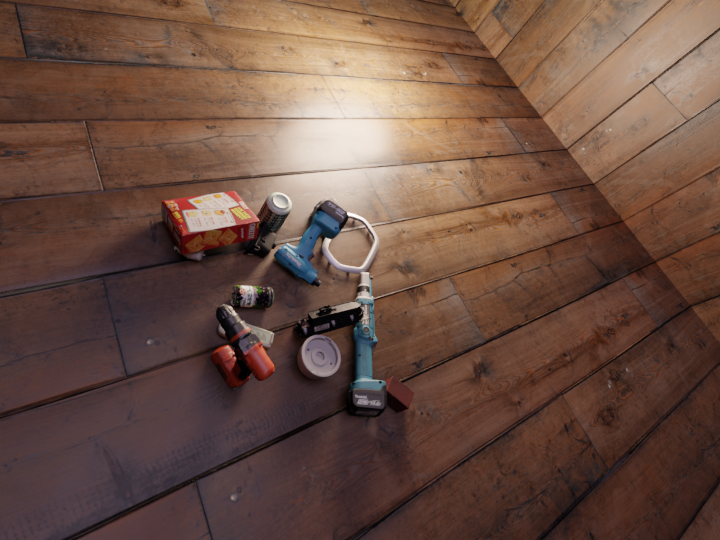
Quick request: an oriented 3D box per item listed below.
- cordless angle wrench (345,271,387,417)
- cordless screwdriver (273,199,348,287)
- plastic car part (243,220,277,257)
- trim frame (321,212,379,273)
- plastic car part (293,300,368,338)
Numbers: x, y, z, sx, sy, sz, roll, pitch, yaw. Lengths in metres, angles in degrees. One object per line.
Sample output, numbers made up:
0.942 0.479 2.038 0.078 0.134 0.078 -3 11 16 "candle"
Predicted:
0.012 0.180 1.181 0.097 0.073 0.435 5 52 -8 "cordless angle wrench"
-0.123 -0.080 1.256 0.159 0.075 0.248 38 67 -1 "cordless screwdriver"
-0.277 -0.084 1.222 0.068 0.067 0.118 39 44 -22 "plastic car part"
-0.032 -0.091 1.371 0.182 0.028 0.249 33 52 -6 "trim frame"
-0.077 0.124 1.142 0.197 0.069 0.066 -9 106 -19 "plastic car part"
